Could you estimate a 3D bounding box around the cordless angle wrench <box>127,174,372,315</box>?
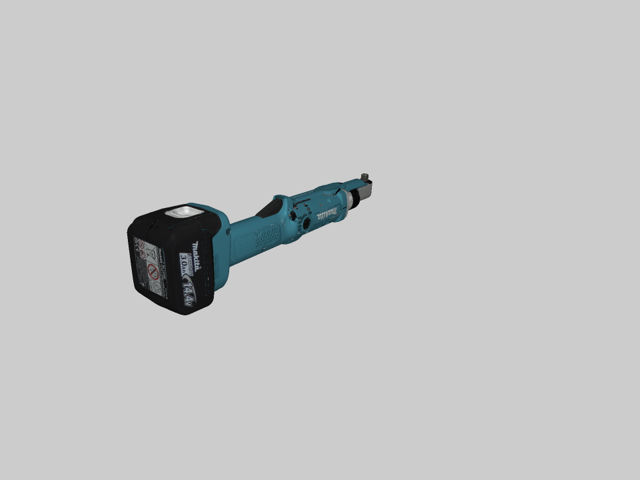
[{"bbox_3d":[-0.040,-0.029,0.566,0.074,0.098,0.421,17,26,31],"label":"cordless angle wrench"}]
